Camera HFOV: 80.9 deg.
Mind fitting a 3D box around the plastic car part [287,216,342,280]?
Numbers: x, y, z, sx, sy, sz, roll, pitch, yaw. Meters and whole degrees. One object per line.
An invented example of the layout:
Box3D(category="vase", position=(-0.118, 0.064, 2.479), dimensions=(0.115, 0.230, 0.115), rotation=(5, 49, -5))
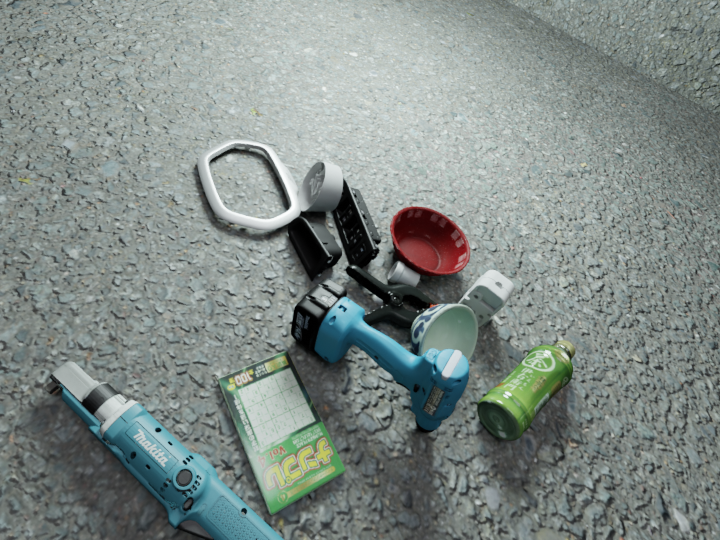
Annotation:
Box3D(category="plastic car part", position=(-0.073, -0.048, 0.752), dimensions=(0.068, 0.066, 0.122), rotation=(-1, 49, -40))

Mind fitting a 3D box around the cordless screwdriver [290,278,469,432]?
Box3D(category="cordless screwdriver", position=(0.018, 0.127, 0.606), dimensions=(0.260, 0.155, 0.073), rotation=(28, 44, 23))

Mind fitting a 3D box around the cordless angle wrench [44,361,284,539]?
Box3D(category="cordless angle wrench", position=(-0.197, 0.241, 0.473), dimensions=(0.434, 0.073, 0.097), rotation=(35, 50, 13))

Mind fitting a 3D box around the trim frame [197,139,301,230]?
Box3D(category="trim frame", position=(-0.212, -0.170, 0.817), dimensions=(0.179, 0.027, 0.260), rotation=(-14, 56, -25))

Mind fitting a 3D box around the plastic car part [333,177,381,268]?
Box3D(category="plastic car part", position=(-0.007, -0.097, 0.804), dimensions=(0.064, 0.066, 0.212), rotation=(-1, 53, -33))
